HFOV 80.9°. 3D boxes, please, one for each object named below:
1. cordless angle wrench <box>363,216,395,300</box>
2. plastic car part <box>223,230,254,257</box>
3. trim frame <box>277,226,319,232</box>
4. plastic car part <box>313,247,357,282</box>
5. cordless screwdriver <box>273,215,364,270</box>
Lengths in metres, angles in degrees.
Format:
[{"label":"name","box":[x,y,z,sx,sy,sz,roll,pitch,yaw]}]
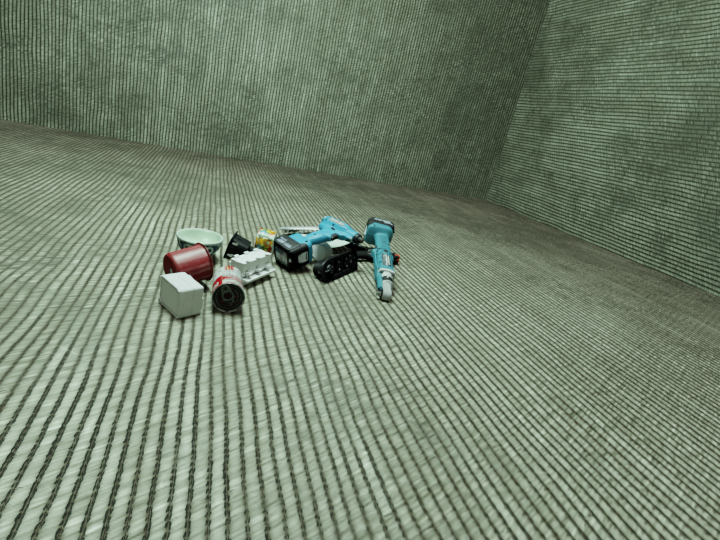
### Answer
[{"label":"cordless angle wrench","box":[0.066,-0.038,1.279,0.097,0.073,0.433,13,30,-8]},{"label":"plastic car part","box":[-0.342,-0.068,1.212,0.070,0.066,0.118,26,14,-9]},{"label":"trim frame","box":[-0.172,-0.139,1.457,0.193,0.027,0.238,4,8,32]},{"label":"plastic car part","box":[-0.074,-0.018,1.211,0.070,0.065,0.198,9,17,22]},{"label":"cordless screwdriver","box":[-0.120,-0.078,1.224,0.168,0.072,0.242,28,43,36]}]
